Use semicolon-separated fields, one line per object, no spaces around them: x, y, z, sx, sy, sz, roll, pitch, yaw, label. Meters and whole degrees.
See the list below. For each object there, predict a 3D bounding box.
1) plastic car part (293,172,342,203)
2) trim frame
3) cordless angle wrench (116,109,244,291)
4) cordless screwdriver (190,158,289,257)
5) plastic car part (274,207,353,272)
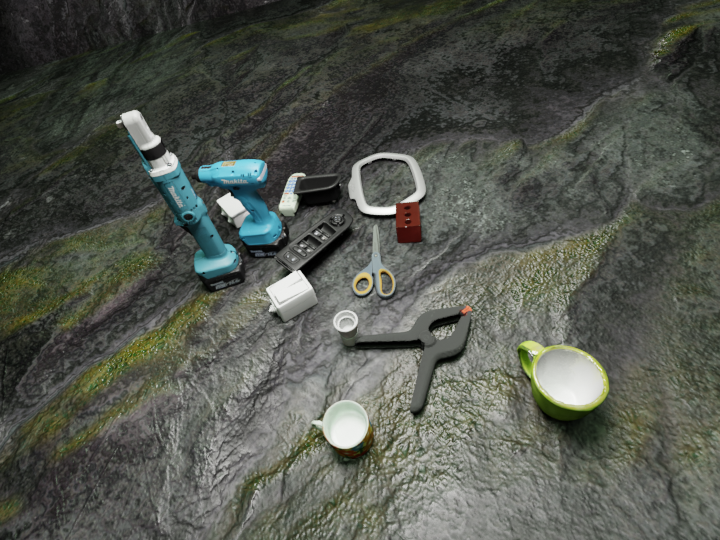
-0.099;-0.195;1.045;0.119;0.068;0.067;-2;50;13;plastic car part
0.060;-0.220;1.053;0.186;0.026;0.258;-12;48;5;trim frame
-0.333;-0.118;0.816;0.098;0.405;0.078;-16;49;-3;cordless angle wrench
-0.254;-0.133;0.920;0.163;0.238;0.076;2;50;14;cordless screwdriver
-0.091;-0.059;0.930;0.070;0.064;0.201;30;63;32;plastic car part
